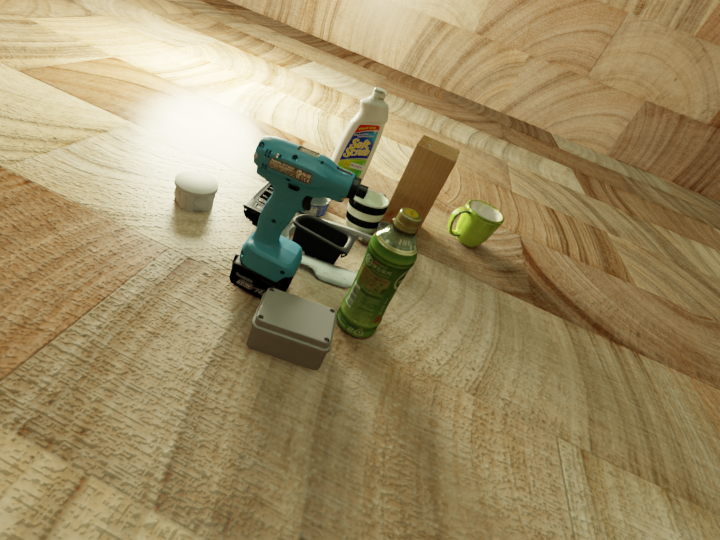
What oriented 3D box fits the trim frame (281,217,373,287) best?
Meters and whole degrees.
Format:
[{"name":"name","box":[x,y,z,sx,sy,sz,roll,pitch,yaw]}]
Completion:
[{"name":"trim frame","box":[-0.040,-0.037,0.819,0.247,0.027,0.188,18,35,-5]}]

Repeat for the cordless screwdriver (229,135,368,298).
[{"name":"cordless screwdriver","box":[-0.100,-0.062,0.629,0.160,0.246,0.075,24,34,0]}]

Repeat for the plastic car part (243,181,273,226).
[{"name":"plastic car part","box":[-0.175,-0.133,0.845,0.066,0.066,0.205,21,34,-3]}]

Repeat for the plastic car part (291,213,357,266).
[{"name":"plastic car part","box":[-0.076,-0.050,0.780,0.118,0.070,0.066,26,34,5]}]
